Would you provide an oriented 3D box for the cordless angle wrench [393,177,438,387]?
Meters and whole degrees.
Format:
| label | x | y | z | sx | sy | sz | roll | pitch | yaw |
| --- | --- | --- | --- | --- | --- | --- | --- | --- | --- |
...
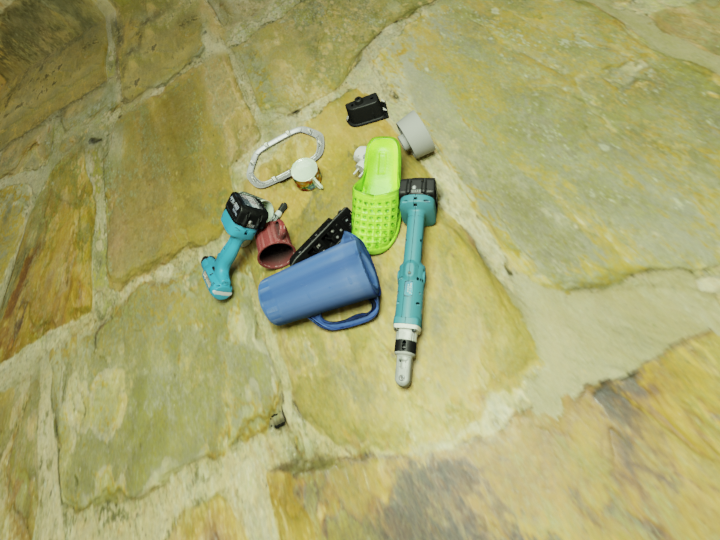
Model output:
| label | x | y | z | sx | sy | sz | roll | pitch | yaw |
| --- | --- | --- | --- | --- | --- | --- | --- | --- | --- |
| cordless angle wrench | 0.102 | 0.012 | 0.841 | 0.077 | 0.093 | 0.430 | 0 | 66 | 18 |

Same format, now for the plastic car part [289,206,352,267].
| label | x | y | z | sx | sy | sz | roll | pitch | yaw |
| --- | --- | --- | --- | --- | --- | --- | --- | --- | --- |
| plastic car part | -0.096 | -0.063 | 0.980 | 0.202 | 0.063 | 0.071 | -49 | 43 | -10 |

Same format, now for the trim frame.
| label | x | y | z | sx | sy | sz | roll | pitch | yaw |
| --- | --- | --- | --- | --- | --- | --- | --- | --- | --- |
| trim frame | -0.216 | -0.325 | 1.199 | 0.250 | 0.026 | 0.192 | -25 | 57 | 6 |

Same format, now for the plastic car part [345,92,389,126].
| label | x | y | z | sx | sy | sz | roll | pitch | yaw |
| --- | --- | --- | --- | --- | --- | --- | --- | --- | --- |
| plastic car part | 0.010 | -0.440 | 1.142 | 0.119 | 0.067 | 0.068 | -12 | 58 | 12 |

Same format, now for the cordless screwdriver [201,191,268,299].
| label | x | y | z | sx | sy | sz | roll | pitch | yaw |
| --- | --- | --- | --- | --- | --- | --- | --- | --- | --- |
| cordless screwdriver | -0.321 | -0.071 | 1.024 | 0.168 | 0.070 | 0.248 | 46 | 114 | 44 |
